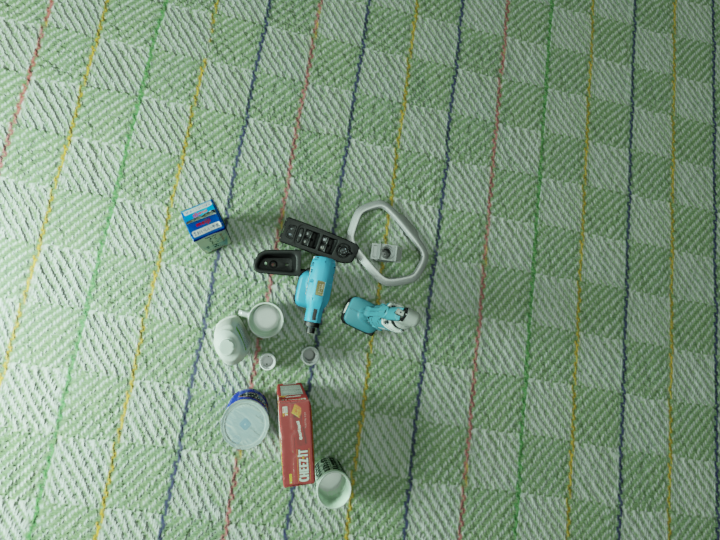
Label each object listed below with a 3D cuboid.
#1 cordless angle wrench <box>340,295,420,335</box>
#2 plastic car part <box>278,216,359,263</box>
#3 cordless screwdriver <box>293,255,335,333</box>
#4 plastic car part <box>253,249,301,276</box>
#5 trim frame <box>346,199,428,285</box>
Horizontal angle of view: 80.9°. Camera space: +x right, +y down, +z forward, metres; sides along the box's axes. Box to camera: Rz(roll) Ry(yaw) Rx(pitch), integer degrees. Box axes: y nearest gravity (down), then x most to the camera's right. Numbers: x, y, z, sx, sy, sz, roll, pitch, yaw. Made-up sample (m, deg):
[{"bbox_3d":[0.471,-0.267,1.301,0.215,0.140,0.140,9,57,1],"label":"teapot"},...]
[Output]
[{"bbox_3d":[0.043,0.098,0.898,0.097,0.426,0.074,27,80,-8],"label":"cordless angle wrench"},{"bbox_3d":[-0.106,-0.070,1.088,0.201,0.067,0.066,19,80,-4],"label":"plastic car part"},{"bbox_3d":[-0.110,0.060,0.974,0.073,0.251,0.160,12,81,-10],"label":"cordless screwdriver"},{"bbox_3d":[-0.211,-0.018,1.065,0.115,0.071,0.066,2,83,-8],"label":"plastic car part"},{"bbox_3d":[0.073,-0.072,1.131,0.183,0.027,0.249,-40,88,-11],"label":"trim frame"}]
